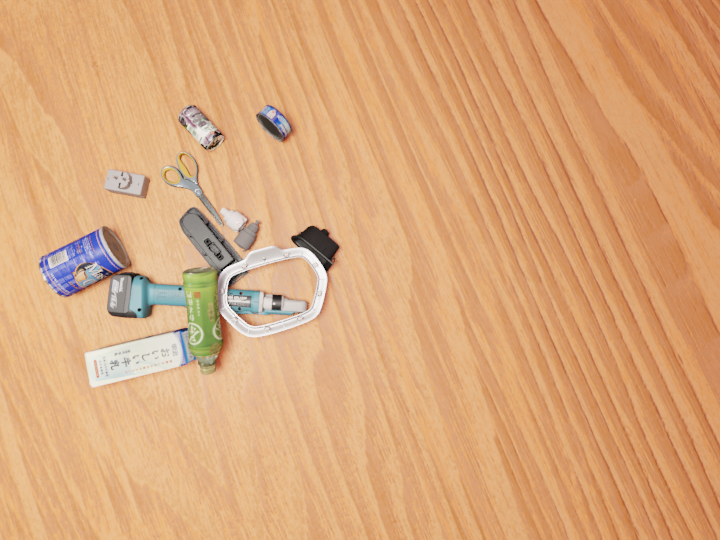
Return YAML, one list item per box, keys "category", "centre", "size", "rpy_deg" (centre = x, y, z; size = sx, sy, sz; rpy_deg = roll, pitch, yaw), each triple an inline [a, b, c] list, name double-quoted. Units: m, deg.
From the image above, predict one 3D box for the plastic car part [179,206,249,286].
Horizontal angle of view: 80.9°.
- category: "plastic car part"
  centre: [-0.343, -0.058, 0.962]
  size: [0.066, 0.066, 0.205]
  rpy_deg: [-40, 85, -2]

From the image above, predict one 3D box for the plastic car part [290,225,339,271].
- category: "plastic car part"
  centre: [-0.096, -0.063, 0.984]
  size: [0.118, 0.066, 0.070]
  rpy_deg: [43, 66, 4]

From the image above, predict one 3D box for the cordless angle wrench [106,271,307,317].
- category: "cordless angle wrench"
  centre: [-0.329, 0.066, 0.942]
  size: [0.418, 0.074, 0.098]
  rpy_deg: [4, 83, -6]

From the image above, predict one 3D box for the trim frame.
- category: "trim frame"
  centre: [-0.191, 0.041, 0.925]
  size: [0.245, 0.027, 0.186]
  rpy_deg: [-16, 81, -11]
